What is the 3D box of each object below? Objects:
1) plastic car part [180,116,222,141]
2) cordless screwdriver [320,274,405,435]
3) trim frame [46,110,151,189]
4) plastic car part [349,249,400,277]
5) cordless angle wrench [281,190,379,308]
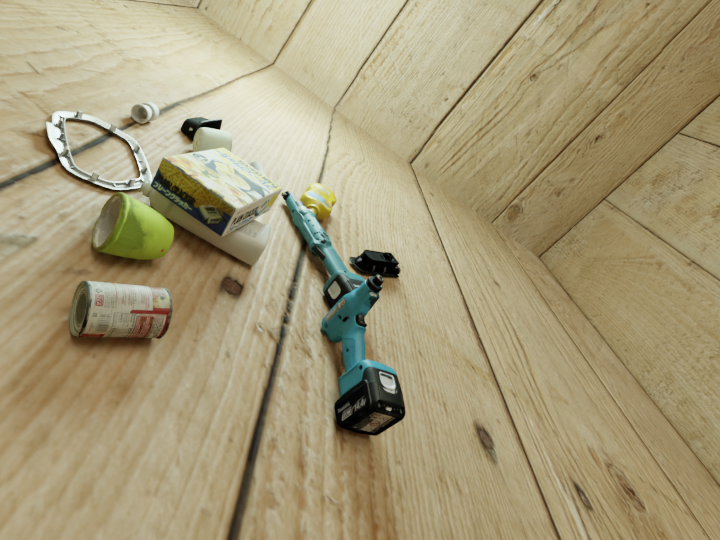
[{"bbox_3d":[-0.437,-0.387,1.139,0.073,0.065,0.115,27,26,10],"label":"plastic car part"},{"bbox_3d":[0.009,0.131,0.714,0.071,0.160,0.259,25,30,-31],"label":"cordless screwdriver"},{"bbox_3d":[-0.501,-0.236,0.815,0.174,0.028,0.261,8,39,-47],"label":"trim frame"},{"bbox_3d":[0.052,-0.021,1.167,0.193,0.068,0.069,2,51,-49],"label":"plastic car part"},{"bbox_3d":[-0.100,-0.065,1.023,0.093,0.074,0.445,15,31,-43],"label":"cordless angle wrench"}]
